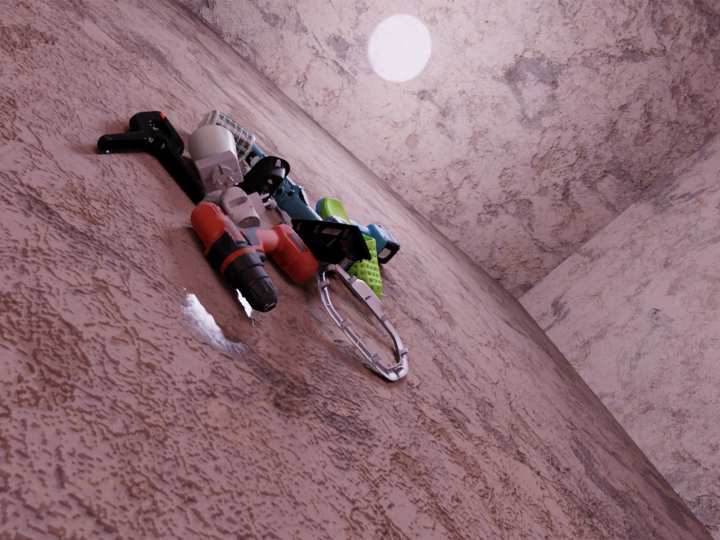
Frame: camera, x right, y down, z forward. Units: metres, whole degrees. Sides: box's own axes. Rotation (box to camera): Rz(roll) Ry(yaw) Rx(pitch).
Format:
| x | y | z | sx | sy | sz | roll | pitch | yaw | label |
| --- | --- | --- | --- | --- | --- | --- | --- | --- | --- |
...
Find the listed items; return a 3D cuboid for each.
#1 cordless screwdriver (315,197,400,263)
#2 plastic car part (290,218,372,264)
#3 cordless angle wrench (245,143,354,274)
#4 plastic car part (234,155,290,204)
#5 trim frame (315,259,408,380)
| x | y | z | sx | sy | sz | roll | pitch | yaw | label |
| --- | --- | --- | --- | --- | --- | --- | --- | --- | --- |
| -0.002 | -0.088 | 1.093 | 0.236 | 0.075 | 0.167 | 26 | 24 | -35 | cordless screwdriver |
| -0.071 | -0.047 | 0.729 | 0.214 | 0.066 | 0.063 | 20 | -31 | 52 | plastic car part |
| -0.156 | -0.163 | 0.910 | 0.444 | 0.098 | 0.070 | 48 | 17 | 29 | cordless angle wrench |
| -0.178 | -0.149 | 0.761 | 0.063 | 0.118 | 0.073 | 35 | 27 | -28 | plastic car part |
| 0.006 | 0.078 | 0.722 | 0.245 | 0.028 | 0.185 | 47 | 19 | -8 | trim frame |
